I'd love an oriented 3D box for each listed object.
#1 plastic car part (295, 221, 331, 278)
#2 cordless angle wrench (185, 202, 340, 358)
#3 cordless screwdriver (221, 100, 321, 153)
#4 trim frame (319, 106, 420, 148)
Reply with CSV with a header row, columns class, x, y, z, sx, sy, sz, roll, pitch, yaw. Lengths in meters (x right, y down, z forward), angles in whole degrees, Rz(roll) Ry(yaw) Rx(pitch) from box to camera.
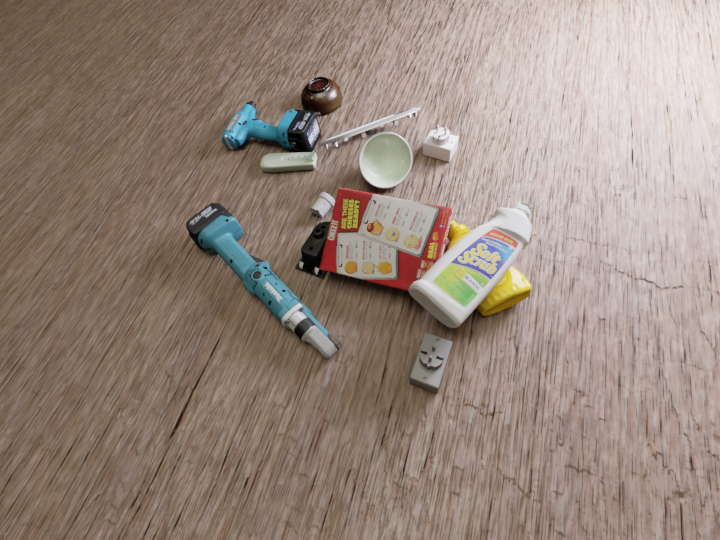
class,x,y,z,sx,sy,sz,roll,pitch,yaw
plastic car part,-0.084,-0.055,0.859,0.068,0.068,0.117,19,66,18
cordless angle wrench,-0.197,0.019,0.838,0.097,0.071,0.443,-41,62,-15
cordless screwdriver,-0.224,-0.378,1.090,0.258,0.071,0.161,9,60,20
trim frame,0.022,-0.326,0.969,0.247,0.027,0.190,-24,20,-4
